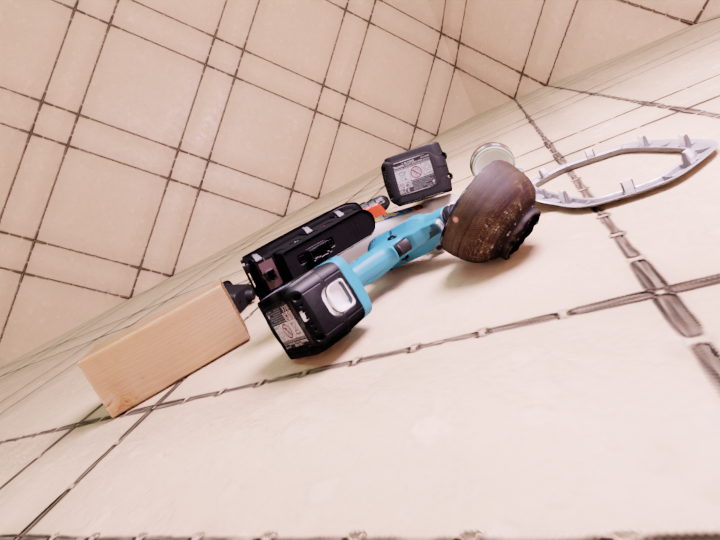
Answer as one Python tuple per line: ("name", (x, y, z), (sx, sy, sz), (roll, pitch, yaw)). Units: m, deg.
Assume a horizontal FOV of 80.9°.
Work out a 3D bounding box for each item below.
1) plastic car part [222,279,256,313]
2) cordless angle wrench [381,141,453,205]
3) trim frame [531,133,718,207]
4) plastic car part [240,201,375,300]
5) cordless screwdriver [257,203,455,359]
("plastic car part", (-0.239, 0.053, 0.811), (0.073, 0.065, 0.116), (-7, 16, 16))
("cordless angle wrench", (0.119, -0.165, 0.804), (0.100, 0.074, 0.416), (-15, 4, 13))
("trim frame", (0.302, -0.126, 0.534), (0.186, 0.027, 0.251), (-25, 16, 9))
("plastic car part", (-0.055, -0.036, 0.565), (0.199, 0.065, 0.069), (-34, 11, -30))
("cordless screwdriver", (0.014, -0.002, 0.482), (0.243, 0.074, 0.163), (-35, 5, -41))
